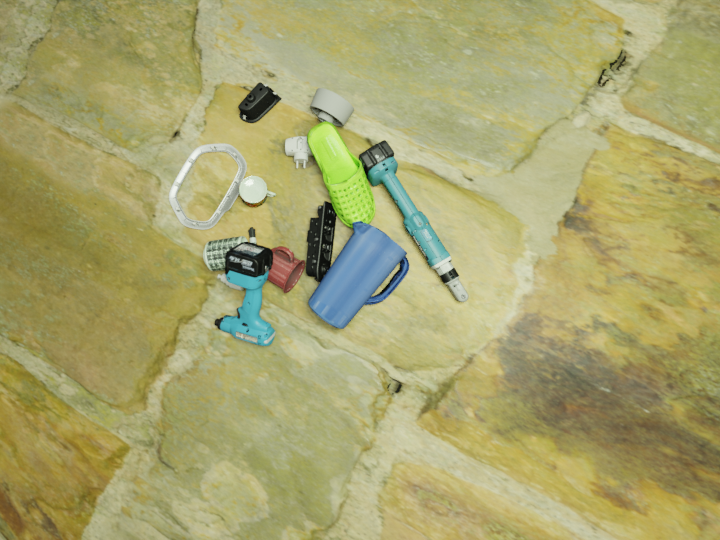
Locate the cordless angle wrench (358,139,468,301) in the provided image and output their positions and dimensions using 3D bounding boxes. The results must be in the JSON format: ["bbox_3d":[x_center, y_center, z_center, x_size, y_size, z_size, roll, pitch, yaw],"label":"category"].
[{"bbox_3d":[0.134,-0.110,1.010,0.074,0.097,0.428,-31,83,-2],"label":"cordless angle wrench"}]

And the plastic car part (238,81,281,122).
[{"bbox_3d":[-0.277,-0.449,1.119,0.067,0.069,0.116,44,86,9],"label":"plastic car part"}]

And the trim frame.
[{"bbox_3d":[-0.408,-0.228,1.129,0.188,0.027,0.248,29,85,9],"label":"trim frame"}]

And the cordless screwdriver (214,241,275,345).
[{"bbox_3d":[-0.283,0.057,1.008,0.165,0.073,0.243,12,114,18],"label":"cordless screwdriver"}]

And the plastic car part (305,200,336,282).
[{"bbox_3d":[-0.102,-0.067,1.048,0.069,0.064,0.205,-2,81,19],"label":"plastic car part"}]
